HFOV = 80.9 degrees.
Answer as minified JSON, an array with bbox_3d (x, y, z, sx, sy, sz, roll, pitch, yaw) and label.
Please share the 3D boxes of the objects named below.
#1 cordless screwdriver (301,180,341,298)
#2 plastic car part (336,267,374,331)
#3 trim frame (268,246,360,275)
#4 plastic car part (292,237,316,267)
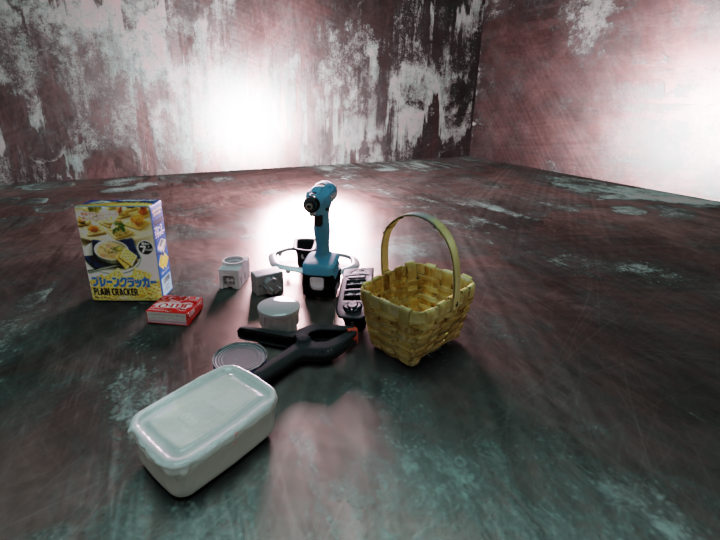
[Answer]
[{"bbox_3d":[-0.088,-0.057,0.898,0.076,0.244,0.159,4,20,8],"label":"cordless screwdriver"},{"bbox_3d":[-0.010,0.059,0.846,0.067,0.065,0.205,2,22,4],"label":"plastic car part"},{"bbox_3d":[-0.124,-0.024,1.104,0.256,0.027,0.183,6,23,16],"label":"trim frame"},{"bbox_3d":[-0.141,-0.037,1.082,0.066,0.069,0.119,0,21,-2],"label":"plastic car part"}]
